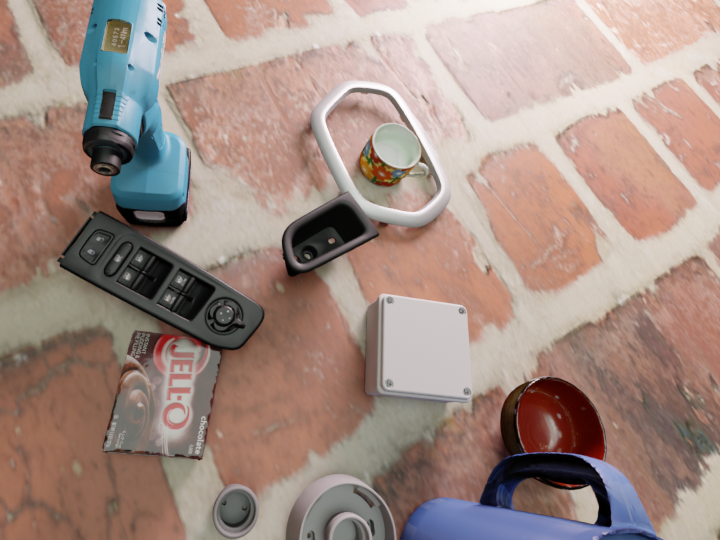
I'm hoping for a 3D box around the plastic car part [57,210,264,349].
[{"bbox_3d":[-0.200,0.021,0.443,0.202,0.067,0.066,28,64,-2],"label":"plastic car part"}]

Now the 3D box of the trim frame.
[{"bbox_3d":[0.032,-0.171,0.605,0.180,0.027,0.255,-21,74,-21],"label":"trim frame"}]

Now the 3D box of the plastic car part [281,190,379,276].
[{"bbox_3d":[-0.049,-0.032,0.502,0.114,0.071,0.067,-31,81,-24],"label":"plastic car part"}]

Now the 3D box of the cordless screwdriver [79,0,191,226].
[{"bbox_3d":[-0.205,-0.109,0.396,0.072,0.249,0.163,3,69,-18],"label":"cordless screwdriver"}]
